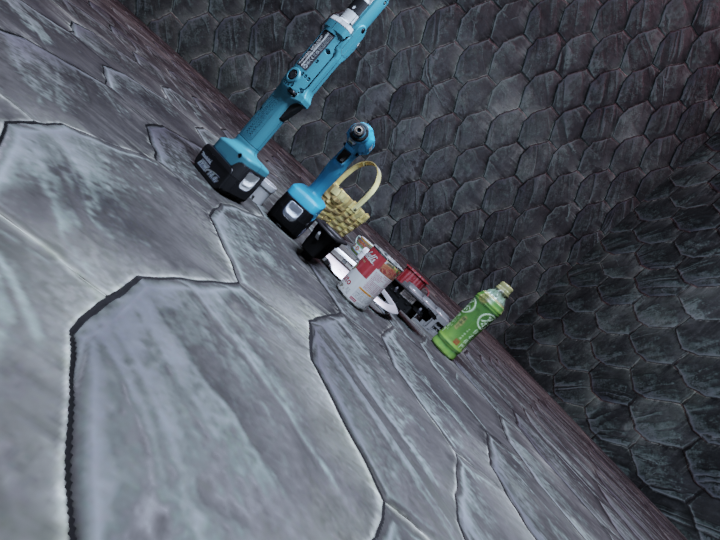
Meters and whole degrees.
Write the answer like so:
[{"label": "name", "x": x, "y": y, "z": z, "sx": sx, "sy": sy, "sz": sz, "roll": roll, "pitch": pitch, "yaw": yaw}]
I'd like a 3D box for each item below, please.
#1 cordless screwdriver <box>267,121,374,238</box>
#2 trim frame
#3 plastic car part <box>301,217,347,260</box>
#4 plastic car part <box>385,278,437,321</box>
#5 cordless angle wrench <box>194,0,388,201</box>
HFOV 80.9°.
[{"label": "cordless screwdriver", "x": -0.067, "y": -0.172, "z": 0.787, "sx": 0.074, "sy": 0.249, "sz": 0.159, "roll": 43, "pitch": 9, "yaw": -4}, {"label": "trim frame", "x": -0.017, "y": 0.006, "z": 0.887, "sx": 0.252, "sy": 0.027, "sz": 0.181, "roll": 43, "pitch": 8, "yaw": 6}, {"label": "plastic car part", "x": -0.073, "y": -0.048, "z": 0.748, "sx": 0.067, "sy": 0.071, "sz": 0.115, "roll": 44, "pitch": 8, "yaw": 4}, {"label": "plastic car part", "x": 0.087, "y": 0.054, "z": 0.992, "sx": 0.062, "sy": 0.067, "sz": 0.214, "roll": 33, "pitch": 13, "yaw": -50}, {"label": "cordless angle wrench", "x": -0.096, "y": -0.296, "z": 0.676, "sx": 0.102, "sy": 0.424, "sz": 0.071, "roll": 48, "pitch": 10, "yaw": 24}]
